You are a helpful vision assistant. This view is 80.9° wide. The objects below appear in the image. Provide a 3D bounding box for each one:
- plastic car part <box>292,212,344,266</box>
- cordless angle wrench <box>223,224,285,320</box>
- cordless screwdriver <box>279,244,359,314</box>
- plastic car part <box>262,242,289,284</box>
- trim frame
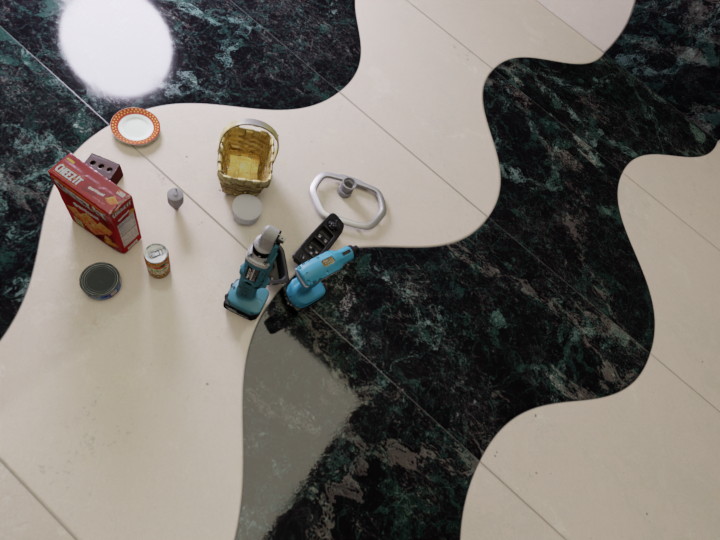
[{"bbox_3d":[-0.114,-0.075,1.167,0.066,0.067,0.202,37,61,-1],"label":"plastic car part"},{"bbox_3d":[-0.223,0.007,0.892,0.097,0.425,0.075,28,62,-9],"label":"cordless angle wrench"},{"bbox_3d":[-0.103,0.019,1.022,0.155,0.250,0.076,-29,81,-28],"label":"cordless screwdriver"},{"bbox_3d":[-0.229,-0.011,1.100,0.064,0.071,0.120,-3,68,-21],"label":"plastic car part"},{"bbox_3d":[-0.035,-0.214,1.278,0.244,0.027,0.188,13,63,-11],"label":"trim frame"}]
